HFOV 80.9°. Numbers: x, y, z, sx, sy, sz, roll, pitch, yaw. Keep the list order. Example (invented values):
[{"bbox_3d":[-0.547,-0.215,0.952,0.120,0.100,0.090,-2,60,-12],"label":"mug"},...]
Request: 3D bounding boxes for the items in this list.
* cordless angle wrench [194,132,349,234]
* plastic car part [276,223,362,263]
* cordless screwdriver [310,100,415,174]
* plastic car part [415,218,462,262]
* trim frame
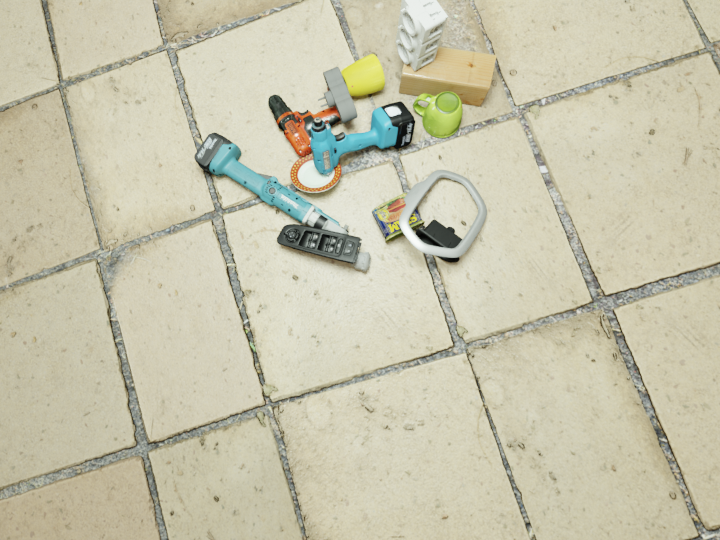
[{"bbox_3d":[-0.215,-0.194,1.049,0.429,0.073,0.098,33,86,7],"label":"cordless angle wrench"},{"bbox_3d":[-0.099,-0.065,1.013,0.208,0.065,0.067,14,80,13],"label":"plastic car part"},{"bbox_3d":[0.001,-0.326,0.988,0.247,0.154,0.077,-22,62,-7],"label":"cordless screwdriver"},{"bbox_3d":[0.191,-0.076,0.996,0.118,0.065,0.071,33,72,6],"label":"plastic car part"},{"bbox_3d":[0.192,-0.135,0.979,0.186,0.027,0.247,35,66,5],"label":"trim frame"}]
